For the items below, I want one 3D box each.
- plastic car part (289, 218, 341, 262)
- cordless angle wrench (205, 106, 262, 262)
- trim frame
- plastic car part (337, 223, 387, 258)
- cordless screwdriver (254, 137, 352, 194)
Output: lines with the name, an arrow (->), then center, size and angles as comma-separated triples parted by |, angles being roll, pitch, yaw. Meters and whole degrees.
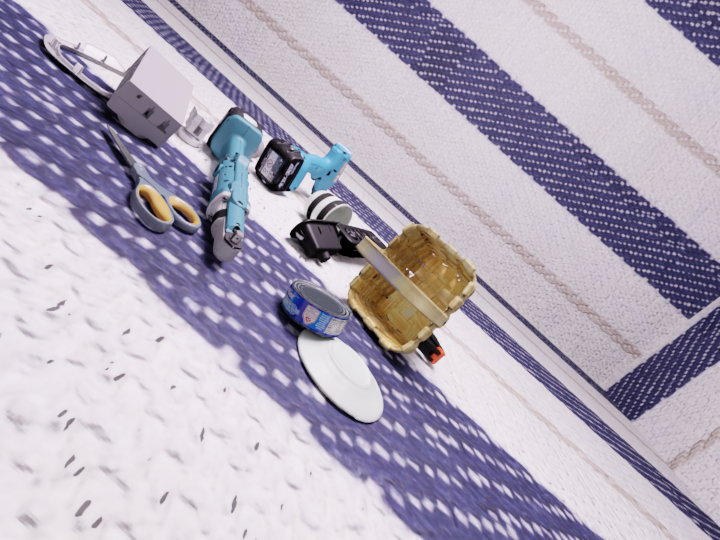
plastic car part -> -0.074, -0.048, 0.752 | 0.072, 0.067, 0.112 | 61, 22, 9
cordless angle wrench -> -0.199, -0.143, 0.653 | 0.071, 0.099, 0.441 | 33, 22, -32
trim frame -> -0.408, -0.323, 0.723 | 0.191, 0.028, 0.238 | 47, 18, 19
plastic car part -> -0.009, -0.058, 0.900 | 0.068, 0.067, 0.195 | 55, 15, 15
cordless screwdriver -> -0.131, -0.219, 0.966 | 0.077, 0.159, 0.240 | 45, 31, 17
